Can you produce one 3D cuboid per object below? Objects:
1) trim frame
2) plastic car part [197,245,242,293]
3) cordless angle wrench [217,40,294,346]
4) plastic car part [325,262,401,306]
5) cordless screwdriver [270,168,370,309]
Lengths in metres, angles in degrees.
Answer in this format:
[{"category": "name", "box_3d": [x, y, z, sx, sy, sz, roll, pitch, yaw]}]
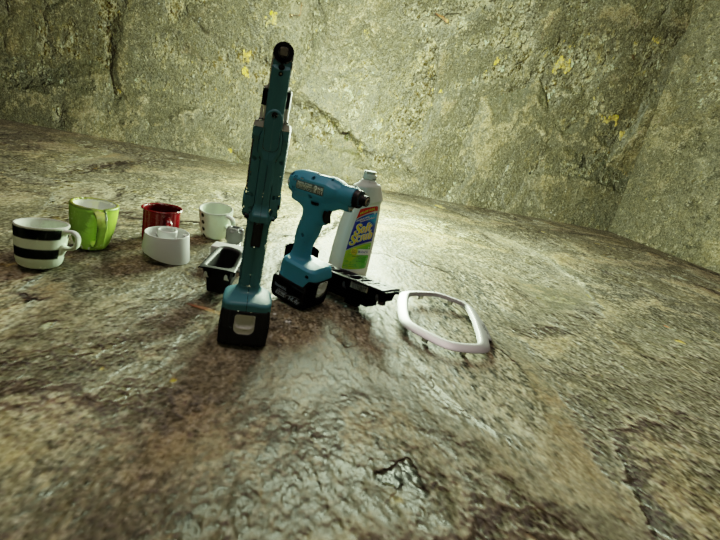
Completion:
[{"category": "trim frame", "box_3d": [0.162, 0.095, 0.826, 0.186, 0.027, 0.249, 12, 18, 3]}, {"category": "plastic car part", "box_3d": [-0.256, 0.005, 0.789, 0.066, 0.070, 0.118, 10, 18, -5]}, {"category": "cordless angle wrench", "box_3d": [-0.141, -0.097, 0.602, 0.073, 0.418, 0.101, 8, 17, -14]}, {"category": "plastic car part", "box_3d": [-0.023, 0.030, 0.853, 0.214, 0.066, 0.063, 24, 21, 35]}, {"category": "cordless screwdriver", "box_3d": [-0.076, -0.049, 0.773, 0.167, 0.246, 0.071, 22, 19, 29]}]
